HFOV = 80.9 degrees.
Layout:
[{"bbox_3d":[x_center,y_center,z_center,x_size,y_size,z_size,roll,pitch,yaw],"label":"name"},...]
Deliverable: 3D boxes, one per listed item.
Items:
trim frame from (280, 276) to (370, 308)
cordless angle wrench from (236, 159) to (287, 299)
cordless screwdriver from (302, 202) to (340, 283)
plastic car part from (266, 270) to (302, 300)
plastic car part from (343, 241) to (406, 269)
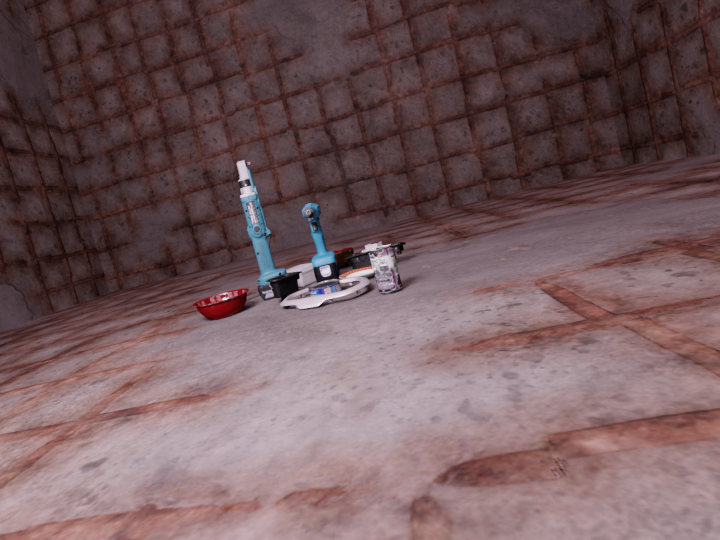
[{"bbox_3d":[-0.090,0.057,1.078,0.257,0.027,0.179,-10,10,28],"label":"trim frame"},{"bbox_3d":[-0.309,-0.125,1.283,0.097,0.420,0.075,-15,4,-5],"label":"cordless angle wrench"},{"bbox_3d":[-0.125,-0.082,1.275,0.075,0.247,0.160,-14,6,2],"label":"cordless screwdriver"},{"bbox_3d":[-0.216,0.047,1.197,0.068,0.070,0.113,-11,9,30],"label":"plastic car part"},{"bbox_3d":[0.046,-0.043,1.343,0.210,0.066,0.064,-10,8,28],"label":"plastic car part"}]
